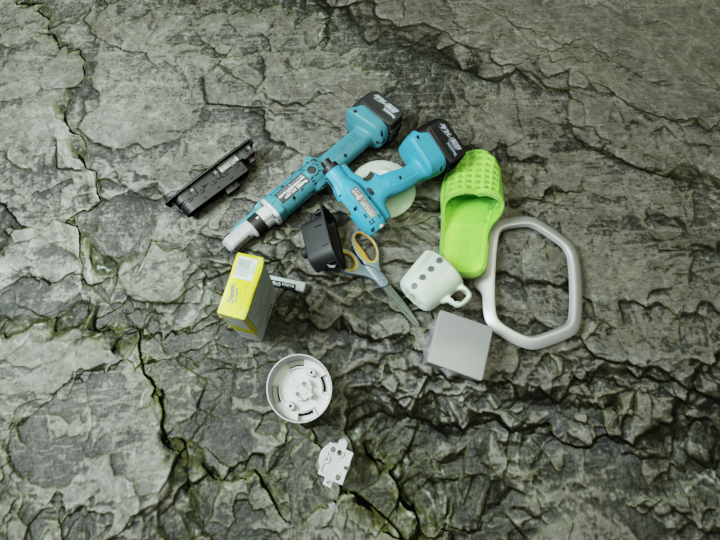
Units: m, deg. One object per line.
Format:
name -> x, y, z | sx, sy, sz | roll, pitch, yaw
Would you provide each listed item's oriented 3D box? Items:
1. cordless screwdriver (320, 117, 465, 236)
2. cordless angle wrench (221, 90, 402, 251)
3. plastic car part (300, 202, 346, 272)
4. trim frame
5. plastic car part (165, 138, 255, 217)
cordless screwdriver -> 0.058, -0.193, 0.776 | 0.246, 0.075, 0.160 | -38, 89, -14
cordless angle wrench -> -0.092, -0.181, 0.808 | 0.101, 0.073, 0.420 | 43, 77, 13
plastic car part -> -0.074, -0.048, 0.755 | 0.072, 0.062, 0.120 | -20, 62, 18
trim frame -> 0.296, 0.015, 0.749 | 0.185, 0.027, 0.252 | 9, 70, 3
plastic car part -> -0.277, -0.168, 0.811 | 0.201, 0.068, 0.066 | -38, 101, -15
